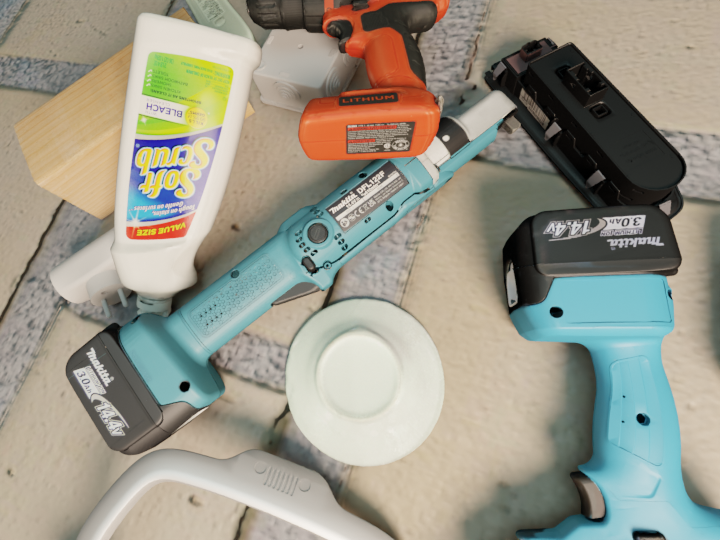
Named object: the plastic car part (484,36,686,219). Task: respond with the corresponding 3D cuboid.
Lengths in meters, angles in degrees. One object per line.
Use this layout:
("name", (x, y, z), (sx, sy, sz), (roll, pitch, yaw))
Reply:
("plastic car part", (0.188, -0.124, 0.347), (0.066, 0.065, 0.209), (-24, 70, -5))

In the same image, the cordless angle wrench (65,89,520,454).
("cordless angle wrench", (-0.035, -0.023, 0.358), (0.421, 0.073, 0.100), (-38, 81, -6))

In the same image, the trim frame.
("trim frame", (-0.081, 0.225, 0.284), (0.253, 0.027, 0.185), (16, 76, 9))

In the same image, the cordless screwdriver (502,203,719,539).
("cordless screwdriver", (0.142, 0.087, 0.277), (0.162, 0.072, 0.254), (-9, 73, 10))
